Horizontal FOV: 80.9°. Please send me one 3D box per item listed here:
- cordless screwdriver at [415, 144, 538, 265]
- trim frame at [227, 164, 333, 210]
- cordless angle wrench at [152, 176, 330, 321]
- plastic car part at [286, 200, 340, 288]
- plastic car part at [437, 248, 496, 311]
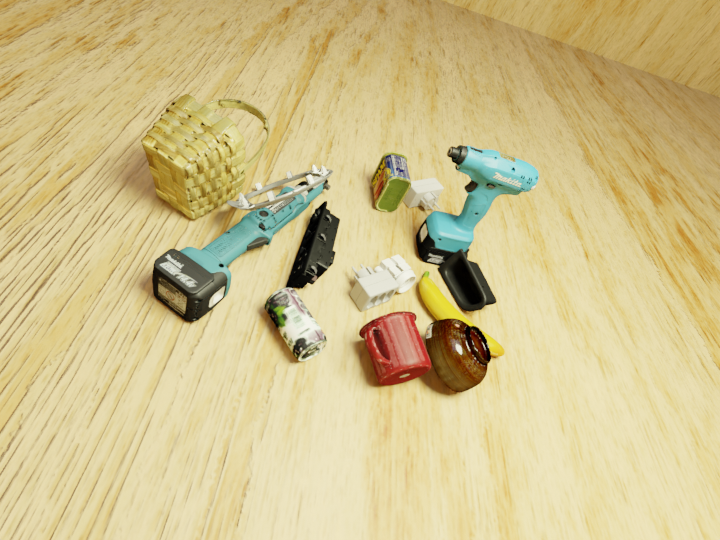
[{"bbox_3d":[0.178,-0.116,0.774,0.155,0.248,0.076,17,46,-15],"label":"cordless screwdriver"},{"bbox_3d":[-0.144,-0.146,0.739,0.182,0.027,0.258,-25,22,-9],"label":"trim frame"},{"bbox_3d":[-0.175,-0.079,0.746,0.100,0.073,0.419,32,44,8],"label":"cordless angle wrench"},{"bbox_3d":[-0.074,-0.048,0.756,0.065,0.066,0.208,22,45,-16],"label":"plastic car part"},{"bbox_3d":[0.211,0.026,0.795,0.067,0.066,0.121,4,50,-37],"label":"plastic car part"}]
